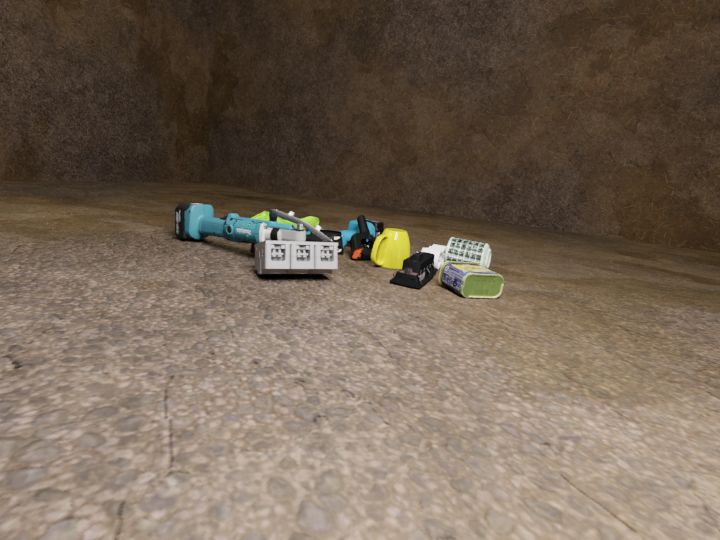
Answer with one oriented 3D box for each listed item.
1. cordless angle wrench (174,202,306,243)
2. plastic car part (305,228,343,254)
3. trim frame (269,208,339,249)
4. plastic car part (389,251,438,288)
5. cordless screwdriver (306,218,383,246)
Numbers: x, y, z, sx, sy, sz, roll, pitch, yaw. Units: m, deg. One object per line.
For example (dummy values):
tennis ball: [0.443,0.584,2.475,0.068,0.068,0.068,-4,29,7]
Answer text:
cordless angle wrench: [-0.292,-0.100,1.004,0.445,0.097,0.071,11,11,36]
plastic car part: [-0.111,-0.073,1.139,0.123,0.064,0.069,11,27,38]
trim frame: [-0.136,-0.086,1.003,0.184,0.027,0.249,32,-14,-3]
plastic car part: [0.129,-0.009,0.960,0.069,0.066,0.196,4,8,23]
cordless screwdriver: [-0.053,-0.111,1.289,0.168,0.073,0.239,16,20,39]
